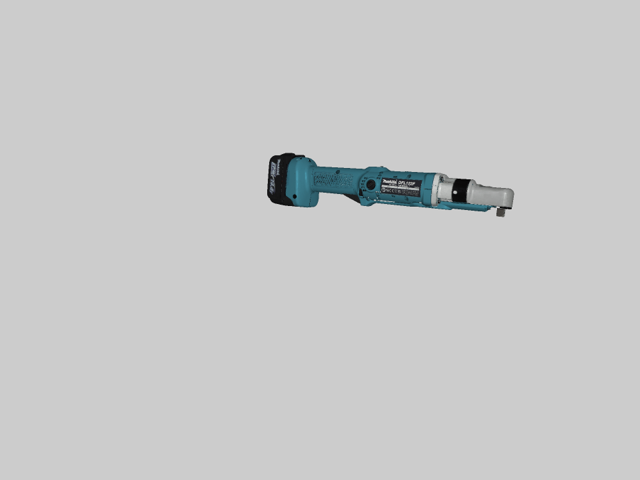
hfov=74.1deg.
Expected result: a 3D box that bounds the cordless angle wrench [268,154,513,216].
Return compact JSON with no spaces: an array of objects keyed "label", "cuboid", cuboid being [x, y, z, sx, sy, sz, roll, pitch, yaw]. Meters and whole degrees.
[{"label":"cordless angle wrench","cuboid":[0.094,-0.089,0.706,0.423,0.098,0.074,10,9,34]}]
